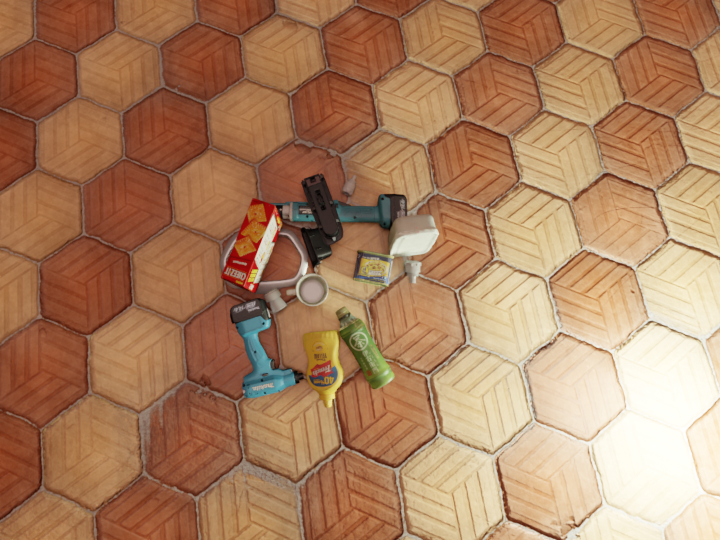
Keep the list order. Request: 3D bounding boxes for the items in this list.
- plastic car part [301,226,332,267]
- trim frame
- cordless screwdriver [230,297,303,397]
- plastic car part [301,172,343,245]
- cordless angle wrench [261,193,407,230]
[{"bbox_3d":[-0.115,-0.075,1.178,0.069,0.066,0.119,-13,76,-20],"label":"plastic car part"},{"bbox_3d":[-0.269,-0.027,1.180,0.247,0.027,0.187,-4,78,-3],"label":"trim frame"},{"bbox_3d":[-0.250,0.196,1.113,0.158,0.074,0.251,-13,83,-4],"label":"cordless screwdriver"},{"bbox_3d":[-0.098,-0.169,1.133,0.066,0.067,0.206,-18,81,-9],"label":"plastic car part"},{"bbox_3d":[-0.086,-0.165,1.189,0.425,0.073,0.099,1,80,2],"label":"cordless angle wrench"}]
